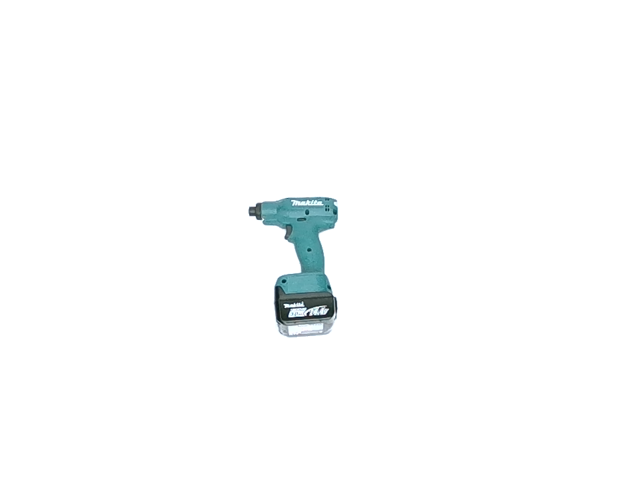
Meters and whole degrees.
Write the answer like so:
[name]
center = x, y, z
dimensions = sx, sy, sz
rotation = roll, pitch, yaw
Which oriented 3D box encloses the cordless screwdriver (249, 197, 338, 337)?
[cordless screwdriver]
center = -0.047, 0.033, 0.713
dimensions = 0.159, 0.248, 0.074
rotation = 0, -31, 0
